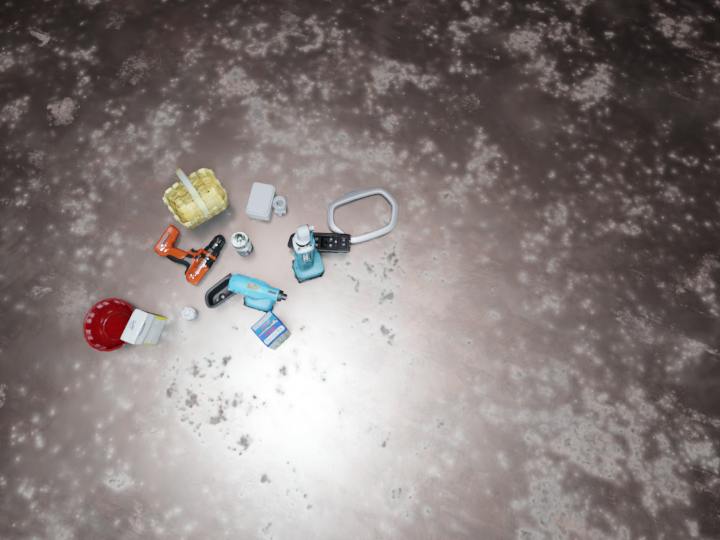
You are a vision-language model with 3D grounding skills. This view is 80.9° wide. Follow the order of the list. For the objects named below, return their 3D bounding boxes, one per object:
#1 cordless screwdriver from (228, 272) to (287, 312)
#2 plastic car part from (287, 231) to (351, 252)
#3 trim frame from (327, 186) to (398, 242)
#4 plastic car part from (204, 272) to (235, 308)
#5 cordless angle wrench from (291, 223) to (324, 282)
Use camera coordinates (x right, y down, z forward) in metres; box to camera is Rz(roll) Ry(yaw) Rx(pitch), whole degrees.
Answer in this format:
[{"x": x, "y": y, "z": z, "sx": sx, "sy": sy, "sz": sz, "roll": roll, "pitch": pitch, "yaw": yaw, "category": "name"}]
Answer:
[{"x": -0.283, "y": 0.073, "z": 1.233, "sx": 0.160, "sy": 0.245, "sz": 0.075, "roll": 17, "pitch": 76, "yaw": 1, "category": "cordless screwdriver"}, {"x": -0.134, "y": -0.088, "z": 1.371, "sx": 0.203, "sy": 0.066, "sz": 0.067, "roll": 4, "pitch": 75, "yaw": 1, "category": "plastic car part"}, {"x": 0.009, "y": -0.191, "z": 1.420, "sx": 0.247, "sy": 0.027, "sz": 0.188, "roll": -20, "pitch": 75, "yaw": -5, "category": "trim frame"}, {"x": -0.431, "y": 0.072, "z": 1.325, "sx": 0.116, "sy": 0.070, "sz": 0.067, "roll": -38, "pitch": 80, "yaw": -10, "category": "plastic car part"}, {"x": -0.153, "y": -0.048, "z": 1.178, "sx": 0.097, "sy": 0.418, "sz": 0.076, "roll": -16, "pitch": 79, "yaw": -8, "category": "cordless angle wrench"}]
